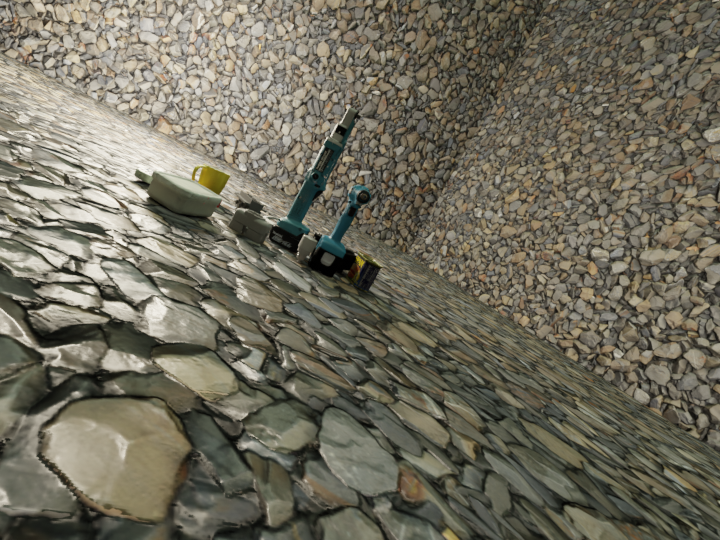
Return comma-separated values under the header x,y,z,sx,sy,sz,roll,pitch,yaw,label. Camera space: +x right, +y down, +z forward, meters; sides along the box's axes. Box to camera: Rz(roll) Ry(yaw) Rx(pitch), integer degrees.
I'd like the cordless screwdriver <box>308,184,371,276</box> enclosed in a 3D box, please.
x,y,z,sx,sy,sz,roll,pitch,yaw,label
-0.047,-0.105,1.089,0.073,0.248,0.162,27,8,-11,cordless screwdriver

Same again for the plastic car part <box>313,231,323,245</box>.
x,y,z,sx,sy,sz,roll,pitch,yaw,label
-0.131,-0.086,1.344,0.065,0.067,0.206,27,8,-9,plastic car part

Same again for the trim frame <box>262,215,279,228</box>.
x,y,z,sx,sy,sz,roll,pitch,yaw,label
-0.260,-0.147,1.442,0.184,0.027,0.250,27,8,-3,trim frame

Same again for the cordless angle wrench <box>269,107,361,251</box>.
x,y,z,sx,sy,sz,roll,pitch,yaw,label
-0.120,-0.256,1.174,0.099,0.422,0.074,29,7,3,cordless angle wrench

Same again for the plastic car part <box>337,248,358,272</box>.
x,y,z,sx,sy,sz,roll,pitch,yaw,label
-0.054,-0.029,1.226,0.070,0.071,0.110,35,10,40,plastic car part
